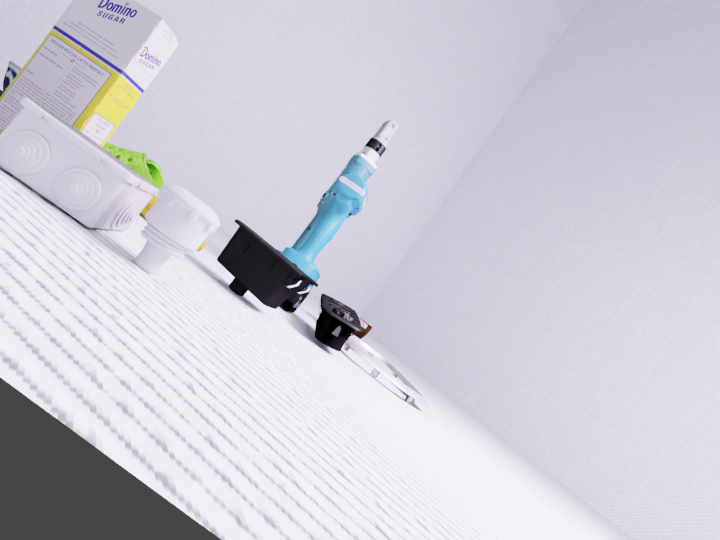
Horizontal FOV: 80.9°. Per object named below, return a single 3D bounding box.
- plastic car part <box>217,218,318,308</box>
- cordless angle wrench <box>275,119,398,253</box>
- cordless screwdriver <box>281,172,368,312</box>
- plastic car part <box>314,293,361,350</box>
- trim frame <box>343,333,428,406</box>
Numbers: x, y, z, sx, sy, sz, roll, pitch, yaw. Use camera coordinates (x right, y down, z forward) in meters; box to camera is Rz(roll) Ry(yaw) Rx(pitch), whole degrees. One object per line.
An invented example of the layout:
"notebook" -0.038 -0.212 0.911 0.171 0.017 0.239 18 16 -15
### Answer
"plastic car part" -0.118 0.001 0.490 0.121 0.071 0.063 34 -5 21
"cordless angle wrench" -0.054 -0.131 0.840 0.072 0.422 0.101 38 -5 -21
"cordless screwdriver" -0.072 -0.047 0.740 0.075 0.248 0.157 35 -5 4
"plastic car part" -0.042 0.076 0.629 0.066 0.067 0.204 36 -5 -4
"trim frame" 0.030 0.167 0.752 0.180 0.027 0.255 38 -5 -15
